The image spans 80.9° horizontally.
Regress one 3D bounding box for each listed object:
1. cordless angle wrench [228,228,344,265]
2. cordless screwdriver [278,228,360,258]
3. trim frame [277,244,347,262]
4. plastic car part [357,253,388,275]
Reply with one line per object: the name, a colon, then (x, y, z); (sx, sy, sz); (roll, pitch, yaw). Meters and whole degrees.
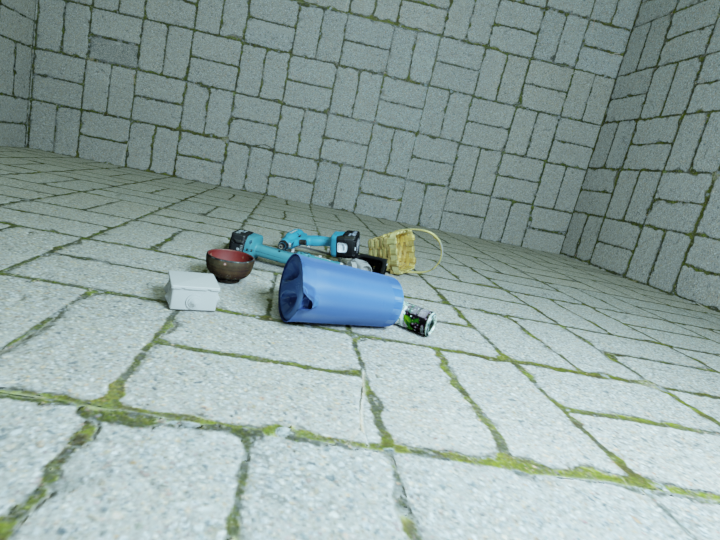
cordless angle wrench: (-0.163, -0.025, 1.200); (0.427, 0.074, 0.098); (15, 13, 5)
cordless screwdriver: (-0.132, -0.086, 1.348); (0.256, 0.073, 0.157); (6, 18, 16)
trim frame: (-0.165, -0.064, 1.448); (0.255, 0.027, 0.181); (16, 15, 12)
plastic car part: (0.038, -0.013, 1.363); (0.123, 0.066, 0.067); (16, -3, 32)
